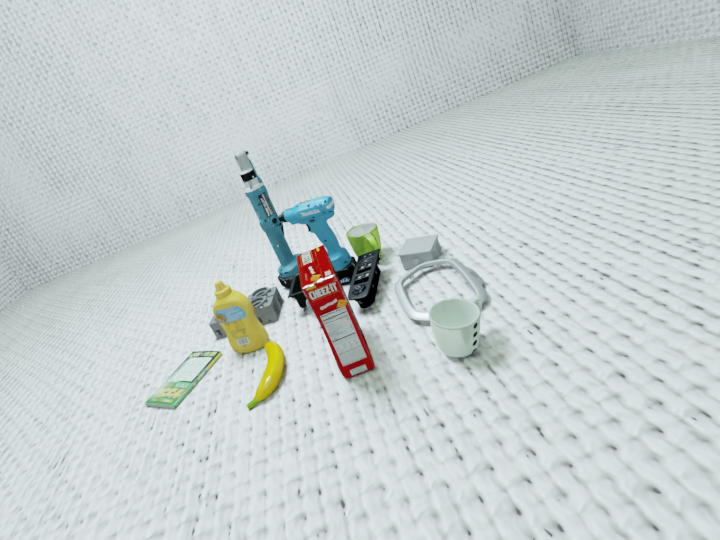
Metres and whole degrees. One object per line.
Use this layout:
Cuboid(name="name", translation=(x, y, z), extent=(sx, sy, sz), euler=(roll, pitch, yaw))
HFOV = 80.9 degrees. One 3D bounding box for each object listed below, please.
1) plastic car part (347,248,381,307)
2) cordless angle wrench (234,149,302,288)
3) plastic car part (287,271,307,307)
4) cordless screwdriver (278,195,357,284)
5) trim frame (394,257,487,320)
Cuboid(name="plastic car part", translation=(0.014, 0.025, 1.049), extent=(0.068, 0.065, 0.204), euler=(-14, 26, 20))
Cuboid(name="cordless angle wrench", translation=(-0.257, -0.141, 1.205), extent=(0.096, 0.409, 0.078), euler=(-37, 25, -34))
Cuboid(name="plastic car part", translation=(-0.146, 0.056, 1.123), extent=(0.067, 0.068, 0.119), euler=(-19, 24, 9))
Cuboid(name="cordless screwdriver", translation=(-0.112, -0.073, 1.145), extent=(0.164, 0.241, 0.074), euler=(-12, 23, 25))
Cuboid(name="trim frame", translation=(0.173, 0.039, 0.929), extent=(0.185, 0.026, 0.256), euler=(-23, 25, 3))
